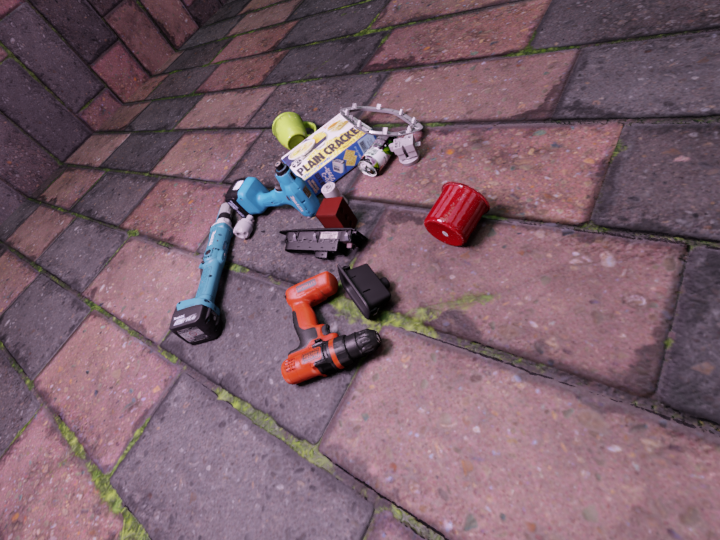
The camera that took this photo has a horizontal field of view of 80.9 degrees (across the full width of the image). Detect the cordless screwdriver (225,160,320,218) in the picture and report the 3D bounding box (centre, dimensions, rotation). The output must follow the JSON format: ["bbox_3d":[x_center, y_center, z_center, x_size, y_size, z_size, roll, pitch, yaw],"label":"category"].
[{"bbox_3d":[-0.231,-0.196,1.033,0.261,0.151,0.075,5,57,36],"label":"cordless screwdriver"}]

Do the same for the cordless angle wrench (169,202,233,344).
[{"bbox_3d":[-0.361,-0.026,1.038,0.100,0.070,0.436,-19,45,17],"label":"cordless angle wrench"}]

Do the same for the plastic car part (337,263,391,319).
[{"bbox_3d":[0.015,0.032,0.770,0.070,0.063,0.123,-29,46,-13],"label":"plastic car part"}]

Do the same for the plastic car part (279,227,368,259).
[{"bbox_3d":[-0.088,-0.058,0.905,0.213,0.063,0.067,7,85,34],"label":"plastic car part"}]

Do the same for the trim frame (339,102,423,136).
[{"bbox_3d":[0.043,-0.372,1.033,0.180,0.027,0.261,-8,38,-15],"label":"trim frame"}]
